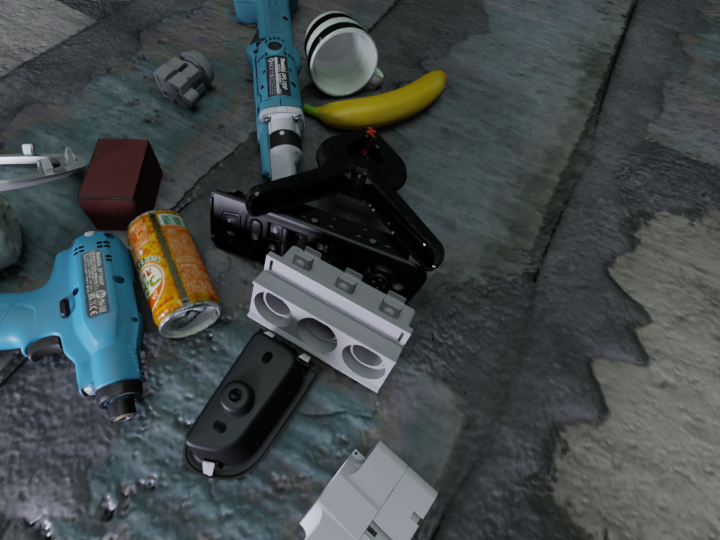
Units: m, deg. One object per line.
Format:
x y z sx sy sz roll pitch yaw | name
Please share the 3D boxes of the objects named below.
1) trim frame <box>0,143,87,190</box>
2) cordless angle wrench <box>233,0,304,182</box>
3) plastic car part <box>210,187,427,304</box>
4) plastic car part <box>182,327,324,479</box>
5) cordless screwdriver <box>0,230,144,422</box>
-0.380 -0.093 0.382 0.247 0.027 0.190 -1 25 -6 | trim frame
-0.108 -0.258 0.528 0.097 0.073 0.437 -6 61 -8 | cordless angle wrench
-0.039 -0.025 0.397 0.207 0.065 0.067 22 35 11 | plastic car part
-0.083 0.094 0.311 0.068 0.069 0.116 27 58 12 | plastic car part
-0.293 0.069 0.316 0.243 0.073 0.166 -17 62 -18 | cordless screwdriver
